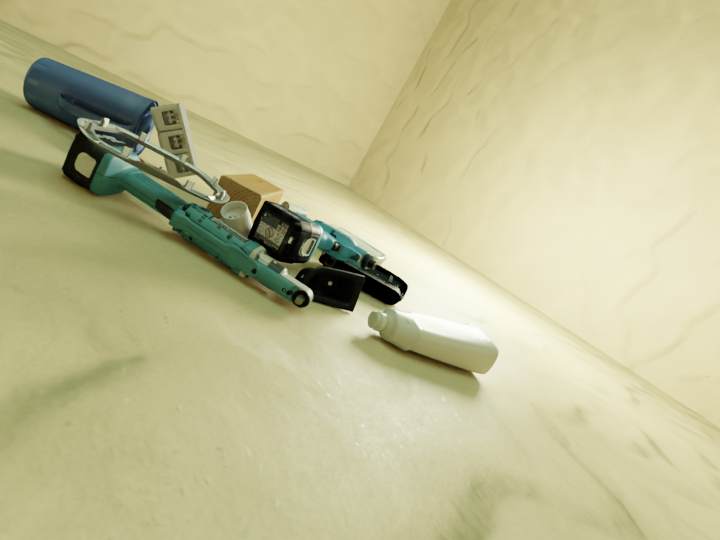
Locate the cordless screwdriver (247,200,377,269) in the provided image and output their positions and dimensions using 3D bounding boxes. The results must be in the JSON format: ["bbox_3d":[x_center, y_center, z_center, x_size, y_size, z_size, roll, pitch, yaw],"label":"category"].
[{"bbox_3d":[-0.073,-0.048,0.750,0.166,0.074,0.239,30,10,21],"label":"cordless screwdriver"}]

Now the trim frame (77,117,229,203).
[{"bbox_3d":[-0.317,-0.175,0.671,0.237,0.027,0.193,29,14,-29],"label":"trim frame"}]

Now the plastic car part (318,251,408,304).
[{"bbox_3d":[0.011,0.013,0.889,0.200,0.066,0.068,27,22,-9],"label":"plastic car part"}]

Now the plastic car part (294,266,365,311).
[{"bbox_3d":[-0.063,0.021,0.723,0.111,0.066,0.074,17,2,-31],"label":"plastic car part"}]

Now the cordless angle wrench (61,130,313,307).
[{"bbox_3d":[-0.251,-0.070,0.640,0.428,0.074,0.097,33,13,6],"label":"cordless angle wrench"}]
